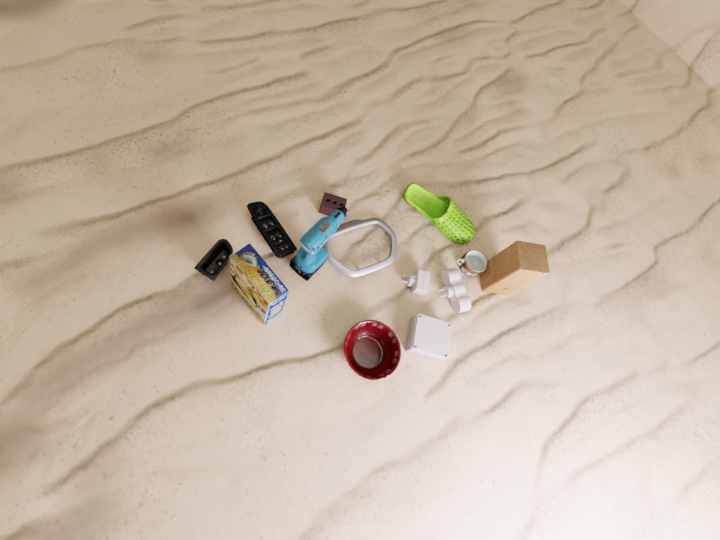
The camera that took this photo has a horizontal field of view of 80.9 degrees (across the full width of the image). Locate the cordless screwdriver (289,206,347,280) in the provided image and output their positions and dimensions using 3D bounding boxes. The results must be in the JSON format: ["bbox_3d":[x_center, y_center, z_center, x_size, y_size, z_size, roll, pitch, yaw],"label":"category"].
[{"bbox_3d":[-0.114,-0.074,1.162,0.075,0.248,0.158,42,65,3],"label":"cordless screwdriver"}]

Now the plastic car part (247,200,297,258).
[{"bbox_3d":[-0.268,-0.119,1.253,0.065,0.066,0.208,-28,75,-22],"label":"plastic car part"}]

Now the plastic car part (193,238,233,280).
[{"bbox_3d":[-0.401,-0.024,1.184,0.066,0.071,0.116,32,65,1],"label":"plastic car part"}]

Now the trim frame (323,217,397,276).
[{"bbox_3d":[0.003,-0.078,1.307,0.243,0.027,0.189,-21,72,-19],"label":"trim frame"}]
